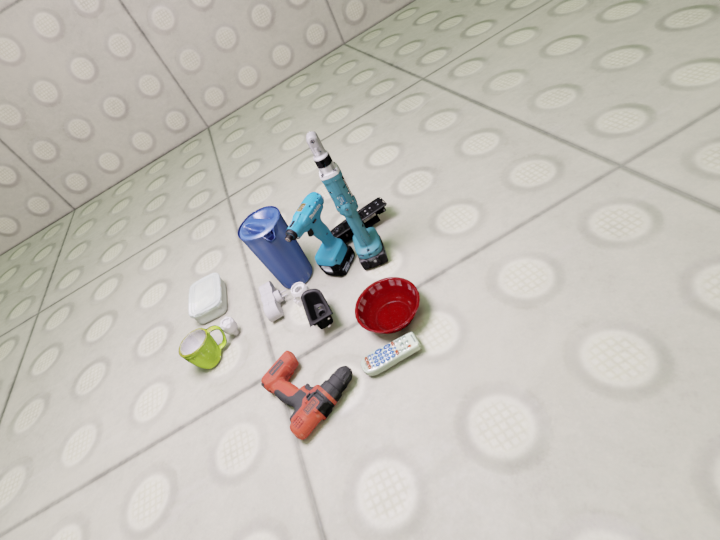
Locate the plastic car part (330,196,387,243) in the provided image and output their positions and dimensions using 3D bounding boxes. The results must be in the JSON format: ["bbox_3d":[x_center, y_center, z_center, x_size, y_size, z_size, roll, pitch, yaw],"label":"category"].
[{"bbox_3d":[-0.008,-0.143,1.289,0.203,0.064,0.070,-30,40,2],"label":"plastic car part"}]

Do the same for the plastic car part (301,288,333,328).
[{"bbox_3d":[-0.107,0.106,1.104,0.066,0.067,0.122,-31,41,0],"label":"plastic car part"}]

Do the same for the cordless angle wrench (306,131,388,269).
[{"bbox_3d":[-0.037,-0.170,1.075,0.075,0.402,0.102,-21,40,10],"label":"cordless angle wrench"}]

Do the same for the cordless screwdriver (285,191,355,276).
[{"bbox_3d":[-0.113,-0.074,1.154,0.078,0.236,0.159,5,51,35],"label":"cordless screwdriver"}]
